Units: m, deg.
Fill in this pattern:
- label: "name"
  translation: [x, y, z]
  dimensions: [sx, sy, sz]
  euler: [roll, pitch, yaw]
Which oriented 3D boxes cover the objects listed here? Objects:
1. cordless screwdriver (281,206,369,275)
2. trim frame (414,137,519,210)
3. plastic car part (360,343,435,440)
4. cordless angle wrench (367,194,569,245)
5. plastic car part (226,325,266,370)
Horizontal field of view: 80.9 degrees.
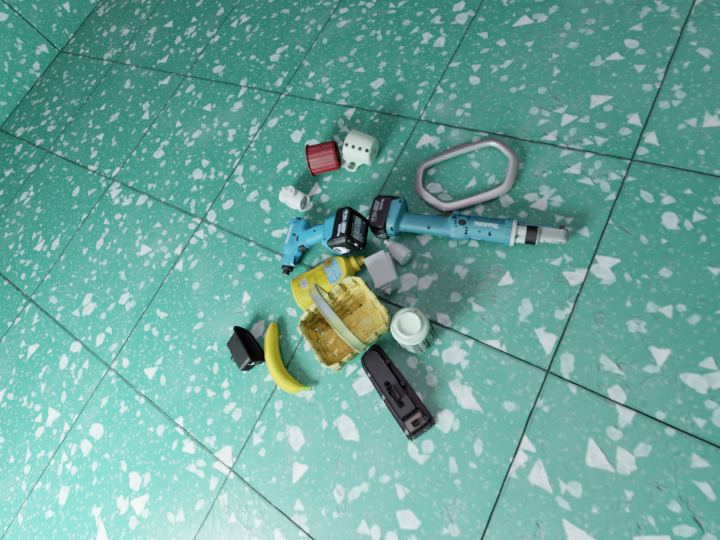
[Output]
- label: "cordless screwdriver"
  translation: [-0.102, -0.067, 1.041]
  dimensions: [0.260, 0.070, 0.161]
  euler: [-4, 65, 43]
- label: "trim frame"
  translation: [0.256, -0.238, 1.035]
  dimensions: [0.253, 0.026, 0.190]
  euler: [-19, 63, 15]
- label: "plastic car part"
  translation: [0.062, 0.244, 0.878]
  dimensions: [0.066, 0.063, 0.213]
  euler: [-42, 56, 7]
- label: "cordless angle wrench"
  translation: [0.231, -0.100, 0.961]
  dimensions: [0.440, 0.071, 0.099]
  euler: [10, 72, 23]
- label: "plastic car part"
  translation: [-0.290, 0.202, 1.043]
  dimensions: [0.123, 0.062, 0.071]
  euler: [44, 101, 33]
